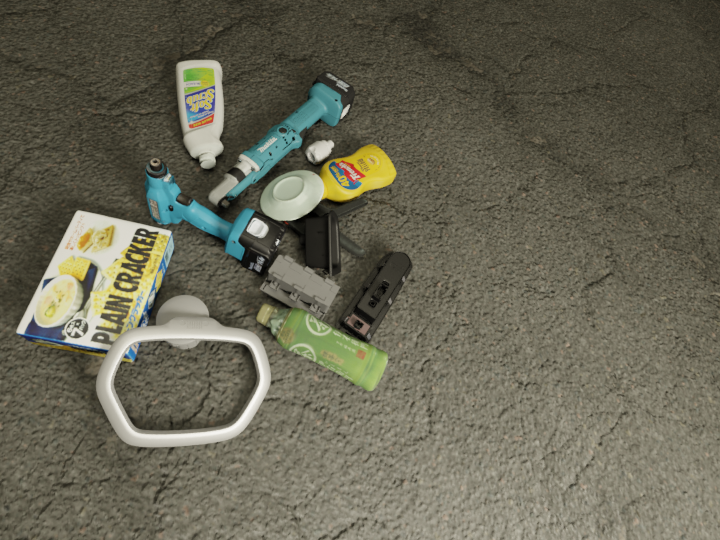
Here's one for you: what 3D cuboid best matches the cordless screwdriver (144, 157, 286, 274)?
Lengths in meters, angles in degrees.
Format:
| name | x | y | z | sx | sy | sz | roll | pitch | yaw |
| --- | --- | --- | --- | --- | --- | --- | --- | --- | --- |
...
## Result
| name | x | y | z | sx | sy | sz | roll | pitch | yaw |
| --- | --- | --- | --- | --- | --- | --- | --- | --- | --- |
| cordless screwdriver | -0.253 | -0.095 | 0.724 | 0.249 | 0.158 | 0.075 | 26 | 60 | -1 |

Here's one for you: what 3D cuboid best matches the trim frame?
| name | x | y | z | sx | sy | sz | roll | pitch | yaw |
| --- | --- | --- | --- | --- | --- | --- | --- | --- | --- |
| trim frame | -0.254 | 0.162 | 0.629 | 0.240 | 0.028 | 0.186 | 4 | 81 | -20 |

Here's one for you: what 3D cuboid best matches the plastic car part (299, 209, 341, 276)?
| name | x | y | z | sx | sy | sz | roll | pitch | yaw |
| --- | --- | --- | --- | --- | --- | --- | --- | --- | --- |
| plastic car part | -0.076 | -0.050 | 0.776 | 0.073 | 0.065 | 0.116 | -4 | 94 | 15 |

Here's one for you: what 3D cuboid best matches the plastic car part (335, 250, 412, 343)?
| name | x | y | z | sx | sy | sz | roll | pitch | yaw |
| --- | --- | --- | --- | --- | --- | --- | --- | --- | --- |
| plastic car part | 0.035 | 0.035 | 0.770 | 0.068 | 0.066 | 0.202 | 30 | 58 | 10 |

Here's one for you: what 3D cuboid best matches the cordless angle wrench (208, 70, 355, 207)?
| name | x | y | z | sx | sy | sz | roll | pitch | yaw |
| --- | --- | --- | --- | --- | --- | --- | --- | --- | --- |
| cordless angle wrench | -0.161 | -0.270 | 0.872 | 0.099 | 0.074 | 0.421 | 34 | 60 | 5 |
